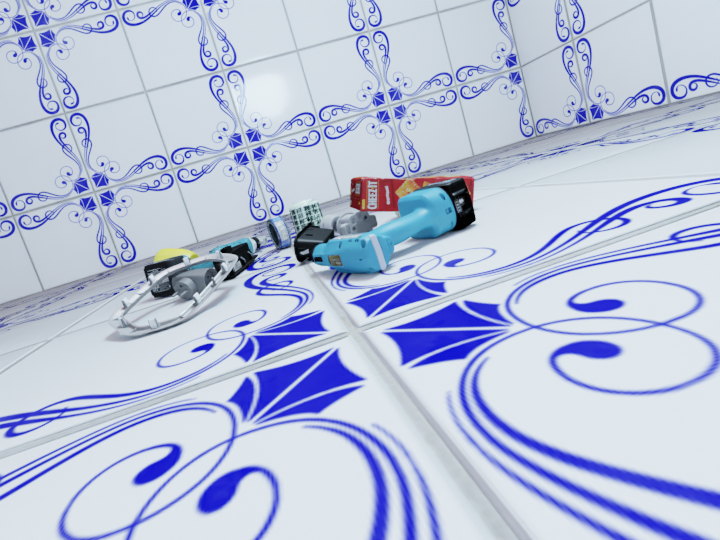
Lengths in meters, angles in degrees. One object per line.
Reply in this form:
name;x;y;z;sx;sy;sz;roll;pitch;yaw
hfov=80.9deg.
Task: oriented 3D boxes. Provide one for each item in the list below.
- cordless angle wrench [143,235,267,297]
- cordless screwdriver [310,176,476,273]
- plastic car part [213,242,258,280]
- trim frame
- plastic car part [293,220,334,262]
cordless angle wrench;-0.350;-0.036;1.064;0.101;0.073;0.415;-12;11;22
cordless screwdriver;0.047;-0.064;0.651;0.242;0.073;0.166;-29;16;-31
plastic car part;-0.289;-0.024;0.953;0.067;0.066;0.203;-22;9;9
trim frame;-0.301;0.027;0.698;0.189;0.027;0.250;-6;26;16
plastic car part;-0.079;-0.052;0.806;0.072;0.065;0.117;-1;17;8
